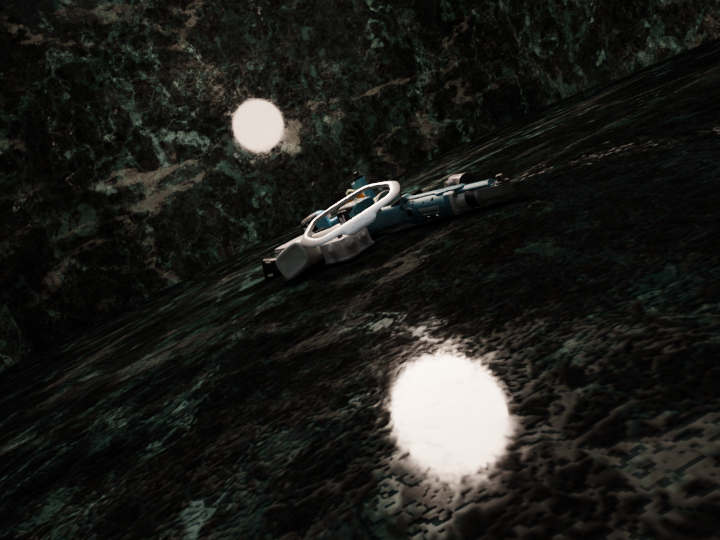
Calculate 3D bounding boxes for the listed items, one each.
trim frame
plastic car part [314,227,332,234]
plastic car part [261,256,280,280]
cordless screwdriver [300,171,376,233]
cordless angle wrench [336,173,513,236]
[{"bbox_3d":[-0.024,-0.123,0.919,0.248,0.026,0.191,-32,25,-2],"label":"trim frame"},{"bbox_3d":[-0.114,-0.075,1.170,0.200,0.065,0.069,-33,19,-20],"label":"plastic car part"},{"bbox_3d":[-0.238,-0.014,1.177,0.070,0.065,0.118,-11,6,-7],"label":"plastic car part"},{"bbox_3d":[-0.070,-0.186,1.311,0.251,0.157,0.074,-25,8,10],"label":"cordless screwdriver"},{"bbox_3d":[0.117,-0.131,0.895,0.072,0.096,0.442,-32,17,-37],"label":"cordless angle wrench"}]
